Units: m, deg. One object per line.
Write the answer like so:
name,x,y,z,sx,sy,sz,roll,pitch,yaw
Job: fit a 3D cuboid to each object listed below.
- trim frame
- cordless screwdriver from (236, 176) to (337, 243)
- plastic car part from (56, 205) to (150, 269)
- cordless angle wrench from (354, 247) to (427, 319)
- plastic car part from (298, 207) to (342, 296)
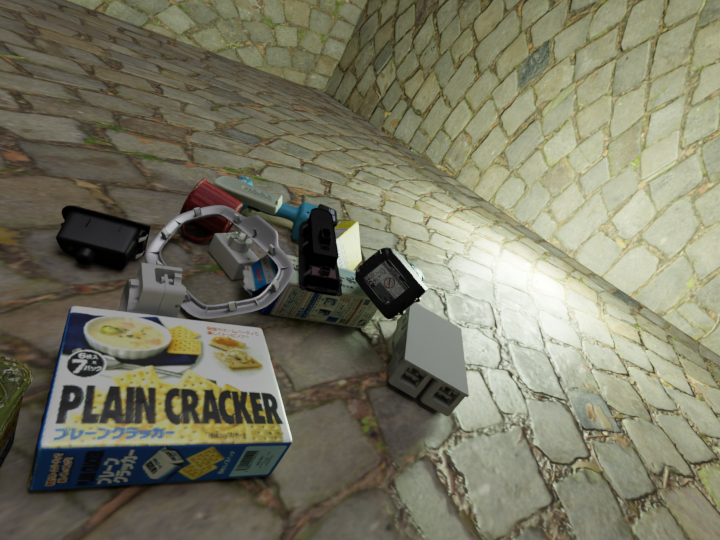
trim frame,-0.215,-0.025,0.640,0.180,0.027,0.262,-34,54,-28
cordless screwdriver,-0.176,-0.119,0.905,0.246,0.074,0.162,21,26,-6
plastic car part,-0.362,-0.037,0.586,0.113,0.066,0.073,15,43,-20
cordless angle wrench,0.084,0.015,0.817,0.100,0.075,0.412,51,10,8
plastic car part,-0.068,-0.044,0.694,0.065,0.066,0.210,4,31,-11
